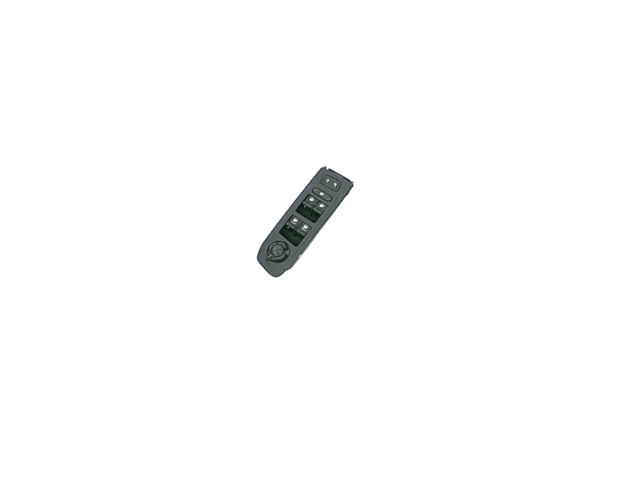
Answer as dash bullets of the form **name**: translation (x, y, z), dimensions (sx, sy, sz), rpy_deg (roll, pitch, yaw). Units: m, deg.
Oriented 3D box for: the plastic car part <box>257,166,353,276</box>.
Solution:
- **plastic car part**: translation (-0.030, -0.027, 0.710), dimensions (0.066, 0.202, 0.067), rpy_deg (35, -16, 10)
